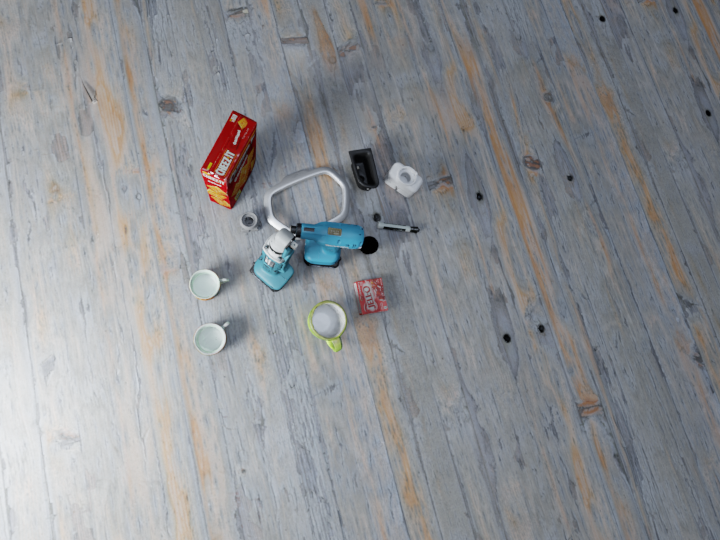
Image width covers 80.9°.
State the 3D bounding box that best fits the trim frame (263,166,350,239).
[{"bbox_3d":[-0.141,-0.187,1.142,0.245,0.027,0.186,-27,83,-14],"label":"trim frame"}]

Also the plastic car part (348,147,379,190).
[{"bbox_3d":[0.005,-0.267,1.162,0.065,0.071,0.118,-11,81,-14],"label":"plastic car part"}]

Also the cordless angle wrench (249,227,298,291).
[{"bbox_3d":[-0.178,-0.026,0.894,0.097,0.426,0.074,42,74,-5],"label":"cordless angle wrench"}]

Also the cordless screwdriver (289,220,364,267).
[{"bbox_3d":[-0.098,-0.064,1.007,0.156,0.251,0.075,7,79,-12],"label":"cordless screwdriver"}]
